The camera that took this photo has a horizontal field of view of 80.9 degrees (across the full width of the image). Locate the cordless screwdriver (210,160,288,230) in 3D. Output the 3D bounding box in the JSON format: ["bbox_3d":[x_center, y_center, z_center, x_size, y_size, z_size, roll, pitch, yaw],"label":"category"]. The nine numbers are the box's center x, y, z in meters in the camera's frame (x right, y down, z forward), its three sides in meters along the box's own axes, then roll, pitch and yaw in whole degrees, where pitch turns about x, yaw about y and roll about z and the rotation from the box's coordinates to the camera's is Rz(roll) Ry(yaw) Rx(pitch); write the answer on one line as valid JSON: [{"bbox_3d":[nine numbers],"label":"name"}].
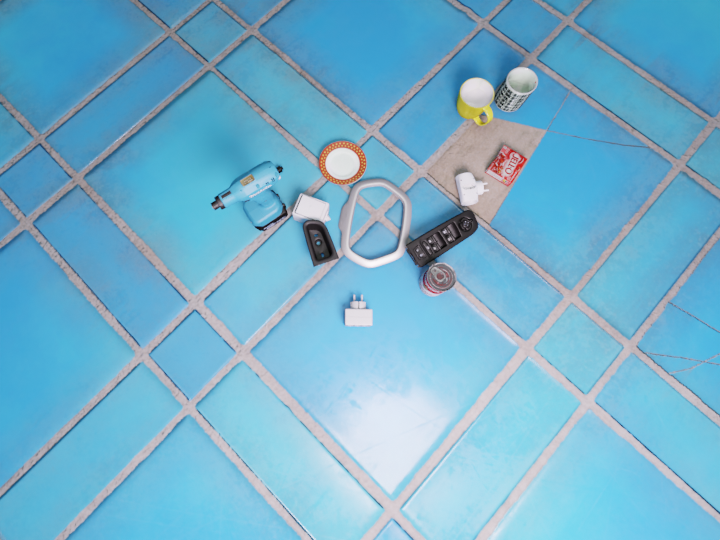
[{"bbox_3d":[-0.257,-0.159,1.005,0.158,0.246,0.076,-33,83,-9],"label":"cordless screwdriver"}]

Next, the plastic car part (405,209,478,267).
[{"bbox_3d":[0.207,-0.079,1.067,0.202,0.066,0.068,-32,80,-7],"label":"plastic car part"}]

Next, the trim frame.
[{"bbox_3d":[0.037,-0.126,1.102,0.185,0.027,0.251,9,76,3],"label":"trim frame"}]

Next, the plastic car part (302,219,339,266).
[{"bbox_3d":[-0.105,-0.068,1.069,0.065,0.070,0.119,-18,77,-6],"label":"plastic car part"}]
